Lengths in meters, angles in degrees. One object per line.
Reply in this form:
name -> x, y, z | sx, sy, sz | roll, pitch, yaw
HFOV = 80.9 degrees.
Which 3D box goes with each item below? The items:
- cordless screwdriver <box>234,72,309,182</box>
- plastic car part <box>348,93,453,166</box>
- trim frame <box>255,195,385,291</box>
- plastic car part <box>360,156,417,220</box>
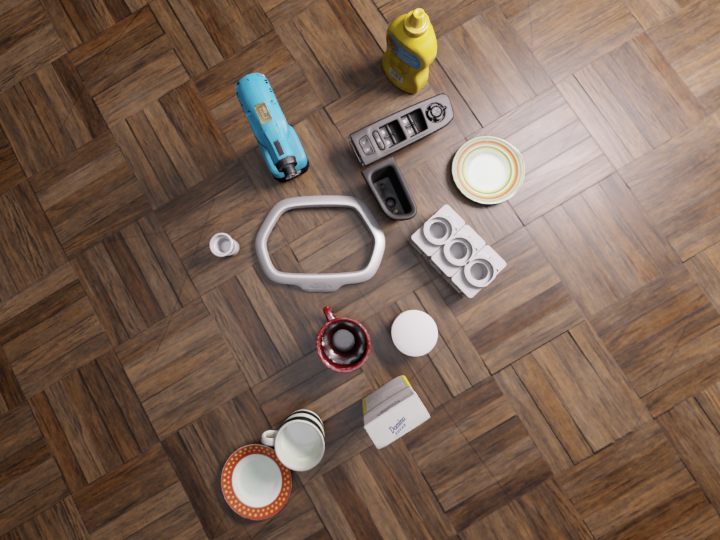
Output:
cordless screwdriver -> -0.134, -0.205, 0.714 | 0.074, 0.247, 0.161 | -24, 87, -2
plastic car part -> 0.079, -0.261, 0.794 | 0.203, 0.066, 0.067 | -27, 86, 1
trim frame -> -0.079, -0.051, 0.805 | 0.250, 0.027, 0.185 | -2, 84, 4
plastic car part -> 0.054, -0.138, 0.782 | 0.066, 0.070, 0.118 | -25, 84, 0
